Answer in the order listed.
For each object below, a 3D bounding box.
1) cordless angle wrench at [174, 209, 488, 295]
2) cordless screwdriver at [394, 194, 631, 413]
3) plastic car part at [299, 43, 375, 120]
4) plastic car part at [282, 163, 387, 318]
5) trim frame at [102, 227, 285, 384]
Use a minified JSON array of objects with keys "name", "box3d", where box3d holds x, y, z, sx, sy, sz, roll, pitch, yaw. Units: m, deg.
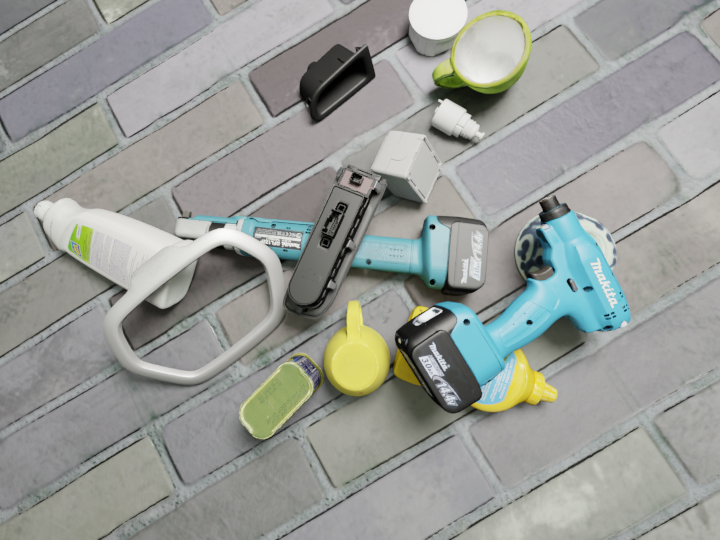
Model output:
[{"name":"cordless angle wrench","box3d":[-0.056,-0.037,0.575,0.430,0.072,0.098,6,83,10]},{"name":"cordless screwdriver","box3d":[0.157,0.034,0.468,0.248,0.075,0.159,-27,91,-4]},{"name":"plastic car part","box3d":[-0.046,-0.286,0.622,0.117,0.063,0.074,-37,66,2]},{"name":"plastic car part","box3d":[-0.035,-0.035,0.513,0.067,0.066,0.203,24,89,4]},{"name":"trim frame","box3d":[-0.211,0.052,0.555,0.249,0.029,0.176,-37,115,3]}]
